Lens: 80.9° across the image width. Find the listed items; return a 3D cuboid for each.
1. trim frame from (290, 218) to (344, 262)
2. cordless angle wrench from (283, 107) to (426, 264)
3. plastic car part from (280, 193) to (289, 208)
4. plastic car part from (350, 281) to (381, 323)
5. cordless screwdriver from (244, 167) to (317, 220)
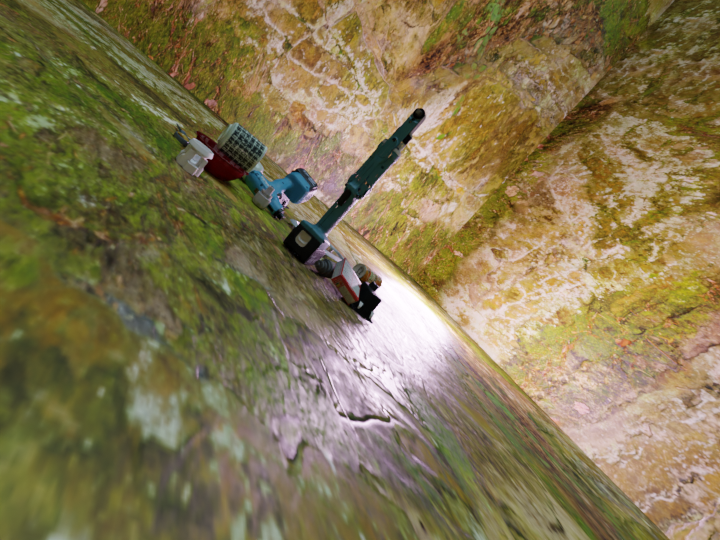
[{"bbox_3d":[-0.126,-0.082,1.289,0.194,0.027,0.235,47,11,33],"label":"trim frame"},{"bbox_3d":[-0.003,-0.192,0.951,0.076,0.424,0.095,44,8,13],"label":"cordless angle wrench"},{"bbox_3d":[-0.275,-0.247,1.365,0.068,0.067,0.197,36,3,13],"label":"plastic car part"},{"bbox_3d":[0.013,0.059,0.979,0.064,0.071,0.119,41,10,-18],"label":"plastic car part"},{"bbox_3d":[-0.217,-0.227,1.252,0.162,0.075,0.241,52,30,8],"label":"cordless screwdriver"}]
